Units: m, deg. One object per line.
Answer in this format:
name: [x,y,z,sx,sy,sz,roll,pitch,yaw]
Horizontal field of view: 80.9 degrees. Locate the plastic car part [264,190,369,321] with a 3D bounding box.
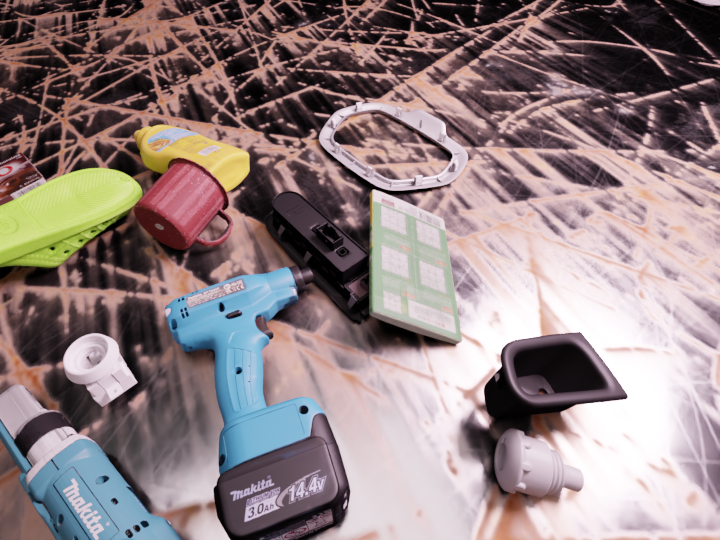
plastic car part: [-0.049,-0.032,0.506,0.065,0.064,0.214,-37,56,-19]

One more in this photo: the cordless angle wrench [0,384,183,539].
cordless angle wrench: [-0.160,0.213,0.300,0.443,0.072,0.097,30,56,27]

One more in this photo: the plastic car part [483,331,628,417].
plastic car part: [0.155,0.102,0.375,0.113,0.070,0.069,-2,48,-22]

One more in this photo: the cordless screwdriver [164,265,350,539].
cordless screwdriver: [-0.080,0.097,0.391,0.156,0.072,0.262,-21,49,-16]

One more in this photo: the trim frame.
trim frame: [0.047,-0.204,0.664,0.181,0.026,0.262,-32,54,-23]
